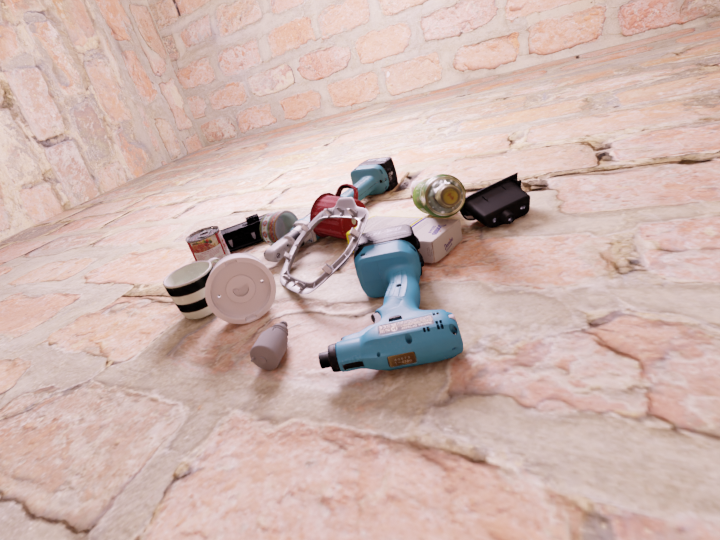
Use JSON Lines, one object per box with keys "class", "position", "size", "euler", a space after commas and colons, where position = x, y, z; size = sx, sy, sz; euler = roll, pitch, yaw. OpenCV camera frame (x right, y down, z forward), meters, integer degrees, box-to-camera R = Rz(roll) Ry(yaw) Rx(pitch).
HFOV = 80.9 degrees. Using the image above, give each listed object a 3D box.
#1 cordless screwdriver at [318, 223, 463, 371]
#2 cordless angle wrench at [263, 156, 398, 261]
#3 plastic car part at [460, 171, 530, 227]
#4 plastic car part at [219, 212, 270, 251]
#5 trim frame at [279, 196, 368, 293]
{"class": "cordless screwdriver", "position": [0.025, 0.034, 0.562], "size": [0.161, 0.071, 0.256], "euler": [-15, 30, 6]}
{"class": "cordless angle wrench", "position": [-0.059, -0.138, 0.945], "size": [0.103, 0.072, 0.417], "euler": [5, 37, 39]}
{"class": "plastic car part", "position": [0.237, -0.106, 0.717], "size": [0.115, 0.063, 0.075], "euler": [-26, 40, -10]}
{"class": "plastic car part", "position": [-0.260, -0.090, 0.988], "size": [0.201, 0.064, 0.070], "euler": [-25, 33, -8]}
{"class": "trim frame", "position": [-0.070, -0.046, 0.717], "size": [0.184, 0.026, 0.258], "euler": [-56, 24, -9]}
